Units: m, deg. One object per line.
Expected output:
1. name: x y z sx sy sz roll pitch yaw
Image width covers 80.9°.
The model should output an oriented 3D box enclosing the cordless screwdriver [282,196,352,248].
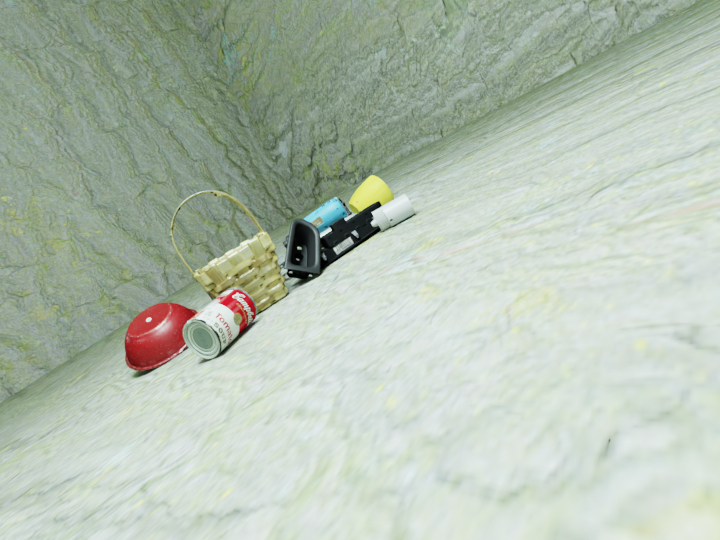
1. cordless screwdriver: -0.099 -0.112 1.035 0.160 0.074 0.248 -34 4 8

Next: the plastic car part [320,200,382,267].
1. plastic car part: -0.018 -0.078 0.840 0.200 0.067 0.067 -31 3 -18

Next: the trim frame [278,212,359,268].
1. trim frame: -0.091 -0.060 0.934 0.246 0.027 0.186 -36 4 -15

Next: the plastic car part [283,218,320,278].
1. plastic car part: -0.112 -0.031 0.794 0.070 0.064 0.120 117 157 -50
